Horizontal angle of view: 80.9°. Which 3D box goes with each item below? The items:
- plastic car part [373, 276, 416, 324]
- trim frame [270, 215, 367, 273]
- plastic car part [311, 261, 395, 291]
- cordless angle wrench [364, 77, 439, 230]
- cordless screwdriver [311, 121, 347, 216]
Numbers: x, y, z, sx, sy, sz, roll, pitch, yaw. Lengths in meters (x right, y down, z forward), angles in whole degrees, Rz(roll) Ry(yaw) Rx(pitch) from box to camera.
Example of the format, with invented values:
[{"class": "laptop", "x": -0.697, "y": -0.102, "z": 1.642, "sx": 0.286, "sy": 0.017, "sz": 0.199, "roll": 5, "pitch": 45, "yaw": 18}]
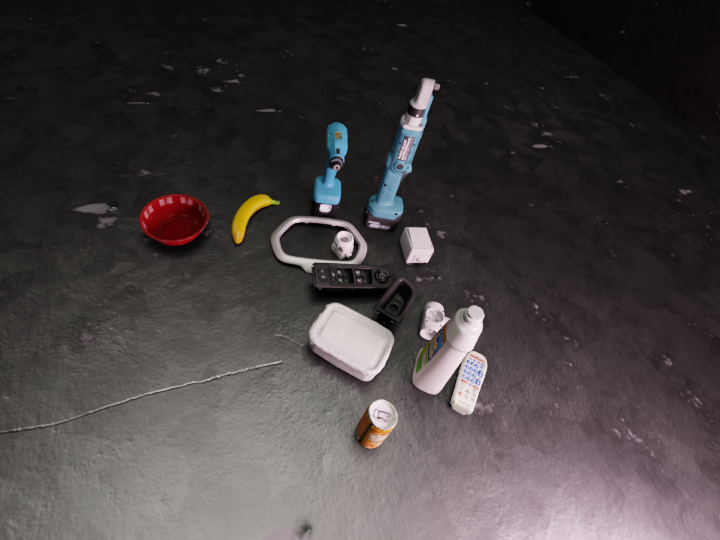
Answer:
[{"class": "plastic car part", "x": 0.078, "y": 0.078, "z": 0.964, "sx": 0.068, "sy": 0.069, "sz": 0.115, "roll": 30, "pitch": 51, "yaw": 13}, {"class": "trim frame", "x": -0.106, "y": -0.069, "z": 1.086, "sx": 0.246, "sy": 0.027, "sz": 0.190, "roll": 5, "pitch": 49, "yaw": -6}, {"class": "plastic car part", "x": -0.016, "y": 0.025, "z": 0.995, "sx": 0.199, "sy": 0.066, "sz": 0.069, "roll": 0, "pitch": 51, "yaw": -11}, {"class": "cordless angle wrench", "x": 0.097, "y": -0.269, "z": 1.037, "sx": 0.097, "sy": 0.415, "sz": 0.076, "roll": 10, "pitch": 49, "yaw": -7}, {"class": "cordless screwdriver", "x": -0.078, "y": -0.236, "z": 1.090, "sx": 0.073, "sy": 0.244, "sz": 0.164, "roll": 6, "pitch": 50, "yaw": -10}]
